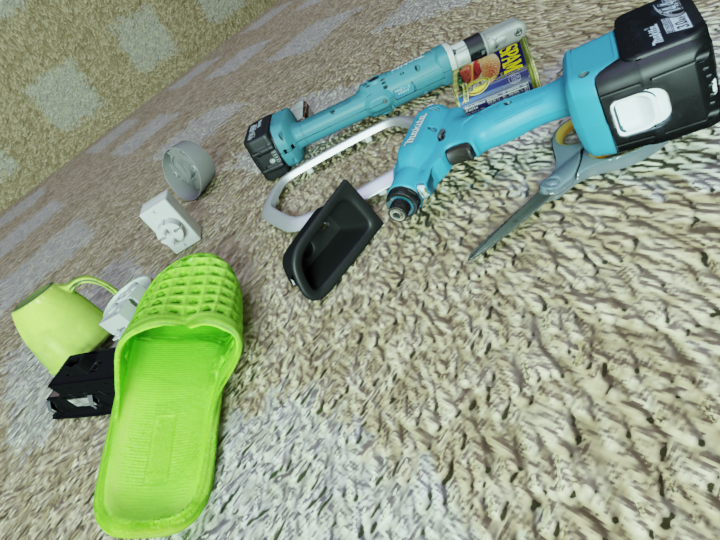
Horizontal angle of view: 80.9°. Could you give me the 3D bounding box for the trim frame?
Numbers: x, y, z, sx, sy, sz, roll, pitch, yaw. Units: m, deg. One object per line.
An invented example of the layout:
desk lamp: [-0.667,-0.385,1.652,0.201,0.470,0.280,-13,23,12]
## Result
trim frame: [-0.023,-0.129,0.555,0.251,0.026,0.192,-28,39,12]

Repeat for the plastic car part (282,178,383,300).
plastic car part: [-0.043,-0.028,0.441,0.116,0.063,0.074,-52,25,-18]

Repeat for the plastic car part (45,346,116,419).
plastic car part: [-0.272,0.112,0.455,0.210,0.064,0.067,-10,34,25]

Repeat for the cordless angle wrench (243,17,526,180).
cordless angle wrench: [0.027,-0.260,0.628,0.430,0.071,0.101,-20,39,15]

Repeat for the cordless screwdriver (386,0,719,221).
cordless screwdriver: [0.138,-0.119,0.364,0.259,0.071,0.160,-8,43,41]
